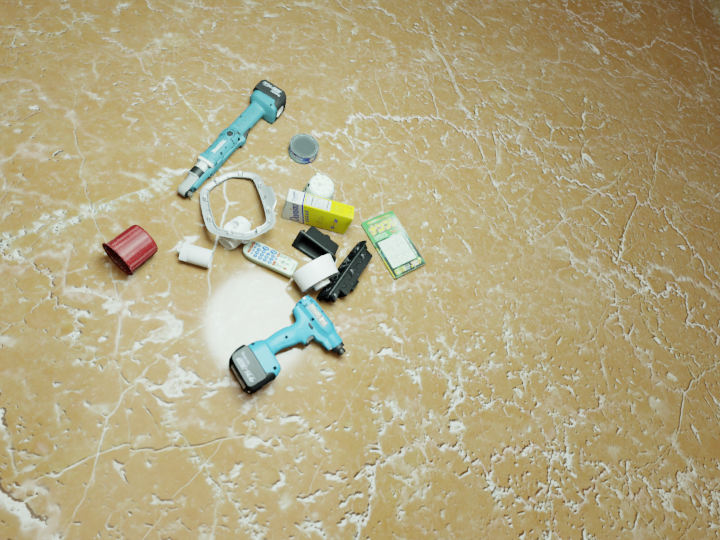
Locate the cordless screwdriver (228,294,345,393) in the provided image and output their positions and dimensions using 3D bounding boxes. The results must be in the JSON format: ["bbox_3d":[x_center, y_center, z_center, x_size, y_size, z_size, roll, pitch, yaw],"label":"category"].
[{"bbox_3d":[-0.159,0.182,0.944,0.244,0.074,0.162,-35,79,-29],"label":"cordless screwdriver"}]

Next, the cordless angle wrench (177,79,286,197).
[{"bbox_3d":[-0.353,-0.356,1.150,0.098,0.074,0.423,32,65,0],"label":"cordless angle wrench"}]

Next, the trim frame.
[{"bbox_3d":[-0.306,-0.171,1.061,0.181,0.027,0.260,-14,51,-14],"label":"trim frame"}]

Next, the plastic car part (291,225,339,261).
[{"bbox_3d":[-0.106,-0.069,1.085,0.116,0.066,0.071,32,48,-3],"label":"plastic car part"}]

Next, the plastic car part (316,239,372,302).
[{"bbox_3d":[-0.027,0.005,1.064,0.066,0.067,0.203,36,62,-10],"label":"plastic car part"}]
